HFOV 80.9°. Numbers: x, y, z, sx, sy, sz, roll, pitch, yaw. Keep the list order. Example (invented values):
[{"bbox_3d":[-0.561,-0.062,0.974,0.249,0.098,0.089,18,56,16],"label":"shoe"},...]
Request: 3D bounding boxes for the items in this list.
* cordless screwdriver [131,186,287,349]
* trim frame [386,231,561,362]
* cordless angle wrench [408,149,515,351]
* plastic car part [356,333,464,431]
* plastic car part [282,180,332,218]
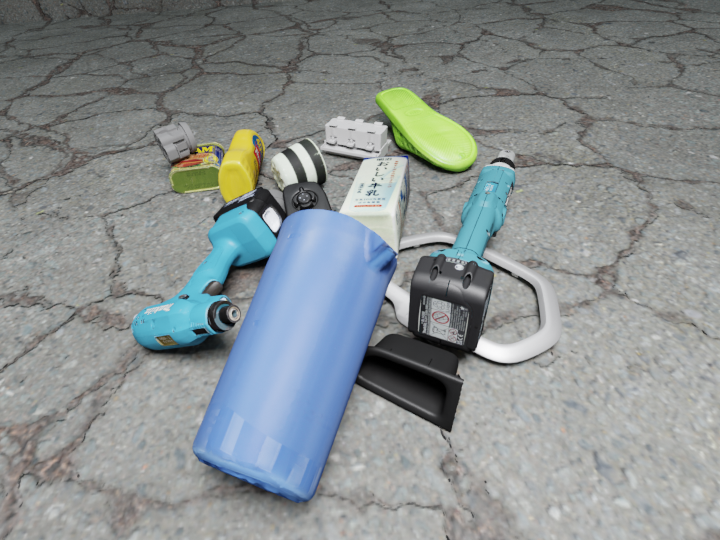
[{"bbox_3d":[-0.163,-0.010,0.531,0.165,0.071,0.250,-14,36,33],"label":"cordless screwdriver"},{"bbox_3d":[0.127,0.022,0.544,0.262,0.026,0.180,32,52,32],"label":"trim frame"},{"bbox_3d":[0.166,-0.074,0.572,0.077,0.094,0.421,13,41,20],"label":"cordless angle wrench"},{"bbox_3d":[0.054,0.100,0.445,0.122,0.064,0.069,20,31,29],"label":"plastic car part"},{"bbox_3d":[-0.057,-0.037,0.579,0.067,0.064,0.210,-21,63,3],"label":"plastic car part"}]
